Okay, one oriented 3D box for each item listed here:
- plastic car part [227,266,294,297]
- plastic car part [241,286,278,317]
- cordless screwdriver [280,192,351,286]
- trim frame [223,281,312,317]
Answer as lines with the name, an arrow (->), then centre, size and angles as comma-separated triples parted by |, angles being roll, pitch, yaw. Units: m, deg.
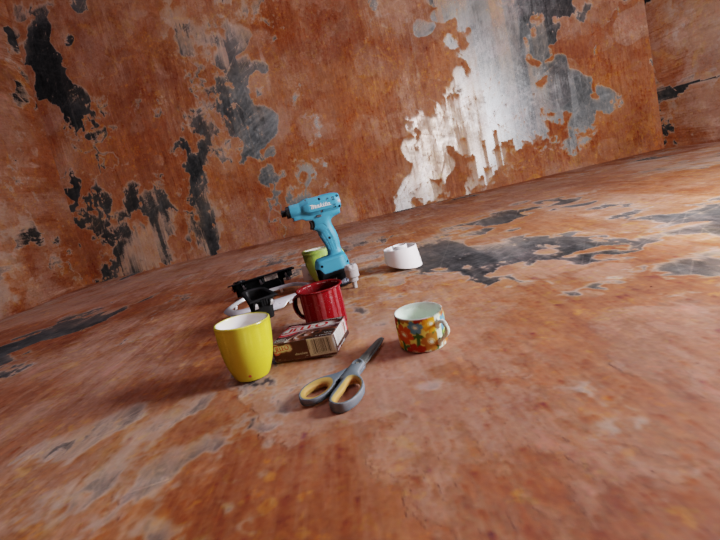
plastic car part -> -0.293, 0.038, 1.260 | 0.205, 0.066, 0.066 | -12, 9, 7
plastic car part -> -0.230, 0.082, 0.972 | 0.064, 0.070, 0.121 | -18, 11, -24
cordless screwdriver -> -0.110, -0.072, 1.126 | 0.158, 0.246, 0.075 | -14, 7, -4
trim frame -> -0.240, 0.076, 1.119 | 0.245, 0.027, 0.189 | -16, 12, -10
